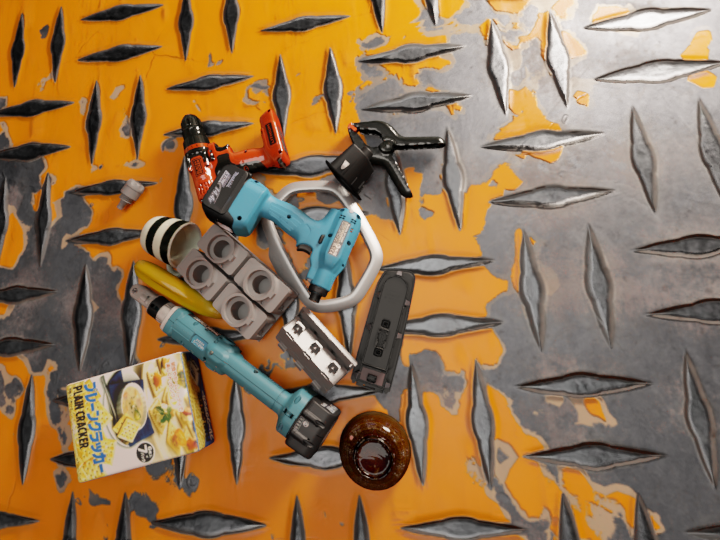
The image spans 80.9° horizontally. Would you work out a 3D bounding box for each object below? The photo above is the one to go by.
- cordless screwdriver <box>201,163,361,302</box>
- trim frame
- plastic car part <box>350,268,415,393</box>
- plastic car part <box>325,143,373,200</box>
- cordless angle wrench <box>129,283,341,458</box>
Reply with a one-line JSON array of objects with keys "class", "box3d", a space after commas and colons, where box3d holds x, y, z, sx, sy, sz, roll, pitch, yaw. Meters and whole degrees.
[{"class": "cordless screwdriver", "box3d": [-0.137, -0.061, 0.689, 0.250, 0.073, 0.160, 22, 76, 2]}, {"class": "trim frame", "box3d": [-0.072, -0.047, 0.739, 0.184, 0.027, 0.254, -31, 78, 1]}, {"class": "plastic car part", "box3d": [0.037, 0.091, 0.680, 0.068, 0.065, 0.204, 13, 79, 16]}, {"class": "plastic car part", "box3d": [-0.009, -0.172, 0.703, 0.067, 0.114, 0.071, 44, 90, 9]}, {"class": "cordless angle wrench", "box3d": [-0.230, 0.140, 0.699, 0.437, 0.095, 0.074, 31, 82, 16]}]
